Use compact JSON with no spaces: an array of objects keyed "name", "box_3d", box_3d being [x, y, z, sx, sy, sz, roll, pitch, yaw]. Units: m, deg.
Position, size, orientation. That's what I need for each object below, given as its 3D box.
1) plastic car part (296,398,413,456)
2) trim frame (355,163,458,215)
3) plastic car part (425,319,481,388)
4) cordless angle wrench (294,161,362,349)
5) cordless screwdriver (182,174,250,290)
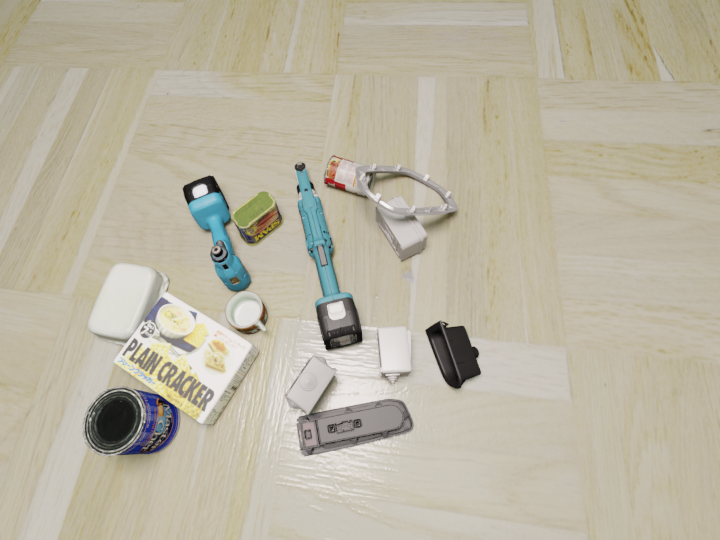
[{"name":"plastic car part","box_3d":[-0.010,0.264,0.730,0.202,0.065,0.069,-10,60,-3]},{"name":"trim frame","box_3d":[0.096,-0.165,0.863,0.238,0.027,0.193,-7,47,-39]},{"name":"plastic car part","box_3d":[0.177,0.148,0.768,0.069,0.065,0.120,-13,68,-18]},{"name":"cordless angle wrench","box_3d":[-0.085,-0.056,0.871,0.074,0.095,0.439,-14,61,-4]},{"name":"cordless screwdriver","box_3d":[-0.298,-0.088,0.863,0.074,0.154,0.259,-23,65,-8]}]
